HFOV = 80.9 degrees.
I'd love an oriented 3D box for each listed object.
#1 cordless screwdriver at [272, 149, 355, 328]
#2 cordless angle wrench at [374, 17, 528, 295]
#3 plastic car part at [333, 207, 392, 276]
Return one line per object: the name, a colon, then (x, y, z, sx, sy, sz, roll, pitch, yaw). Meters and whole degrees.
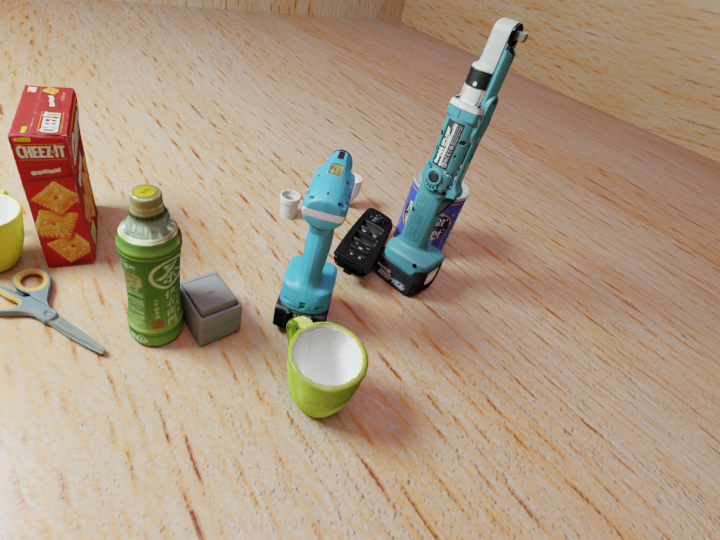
cordless screwdriver: (-0.057, -0.037, 0.586, 0.074, 0.244, 0.162, 15, 39, -3)
cordless angle wrench: (0.125, -0.142, 0.627, 0.072, 0.416, 0.103, -24, 55, -40)
plastic car part: (0.009, -0.047, 0.757, 0.067, 0.066, 0.203, 21, 40, 7)
